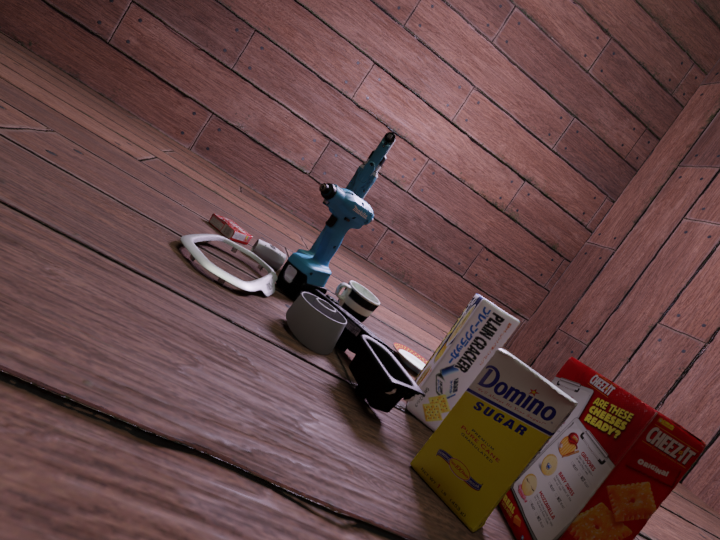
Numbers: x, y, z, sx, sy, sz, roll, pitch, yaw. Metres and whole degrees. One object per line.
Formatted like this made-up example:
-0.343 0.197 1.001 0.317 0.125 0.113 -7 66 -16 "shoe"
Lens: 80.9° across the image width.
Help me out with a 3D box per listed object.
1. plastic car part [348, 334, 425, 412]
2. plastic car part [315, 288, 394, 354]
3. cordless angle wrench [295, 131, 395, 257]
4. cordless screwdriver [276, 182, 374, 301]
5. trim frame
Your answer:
0.022 0.153 0.598 0.063 0.071 0.122 30 7 -33 "plastic car part"
-0.029 0.101 0.768 0.063 0.067 0.215 29 7 -41 "plastic car part"
-0.040 -0.150 1.027 0.075 0.423 0.097 34 6 3 "cordless angle wrench"
-0.085 -0.055 0.866 0.079 0.249 0.150 38 7 37 "cordless screwdriver"
-0.238 -0.014 0.794 0.186 0.027 0.247 33 6 1 "trim frame"
